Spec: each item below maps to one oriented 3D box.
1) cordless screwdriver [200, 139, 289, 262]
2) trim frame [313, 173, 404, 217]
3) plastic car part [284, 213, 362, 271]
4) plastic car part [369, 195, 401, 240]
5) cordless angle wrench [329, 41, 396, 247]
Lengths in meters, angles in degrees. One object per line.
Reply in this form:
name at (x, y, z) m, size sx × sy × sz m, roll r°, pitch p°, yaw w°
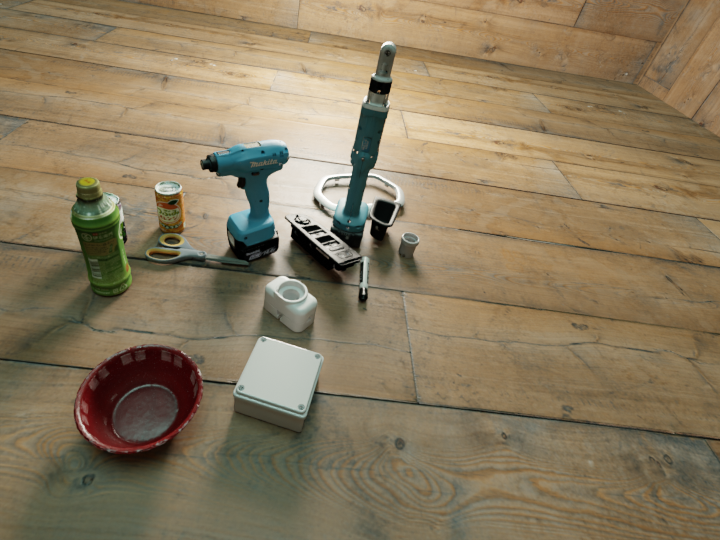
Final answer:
cordless screwdriver at (-0.225, -0.129, 0.815) m, size 0.154 × 0.244 × 0.078 m, roll -17°, pitch 50°, yaw -31°
trim frame at (-0.004, -0.202, 1.111) m, size 0.242 × 0.027 × 0.193 m, roll -6°, pitch 43°, yaw -18°
plastic car part at (-0.088, -0.057, 0.898) m, size 0.064 × 0.065 × 0.214 m, roll -22°, pitch 50°, yaw -34°
plastic car part at (0.048, -0.113, 0.986) m, size 0.067 × 0.069 × 0.117 m, roll 17°, pitch 41°, yaw 5°
cordless angle wrench at (0.008, -0.233, 0.852) m, size 0.075 × 0.414 × 0.100 m, roll 15°, pitch 40°, yaw -1°
